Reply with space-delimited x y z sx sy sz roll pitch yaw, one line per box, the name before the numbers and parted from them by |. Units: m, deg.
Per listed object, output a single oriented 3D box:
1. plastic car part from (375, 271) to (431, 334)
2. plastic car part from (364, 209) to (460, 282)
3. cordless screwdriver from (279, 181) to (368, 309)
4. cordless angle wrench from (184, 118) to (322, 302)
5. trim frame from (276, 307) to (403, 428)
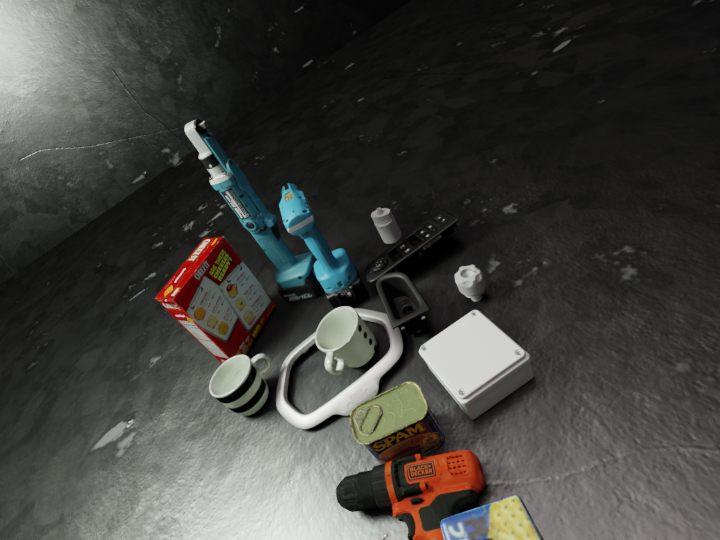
plastic car part | 0.075 0.060 0.714 0.066 0.067 0.122 -28 36 4
plastic car part | 0.098 -0.034 0.807 0.203 0.064 0.070 -33 36 -1
cordless screwdriver | -0.079 -0.052 0.811 0.075 0.237 0.166 -29 35 3
cordless angle wrench | -0.202 -0.103 0.818 0.101 0.403 0.075 -12 39 25
trim frame | -0.040 0.159 0.719 0.247 0.026 0.194 -37 37 -6
